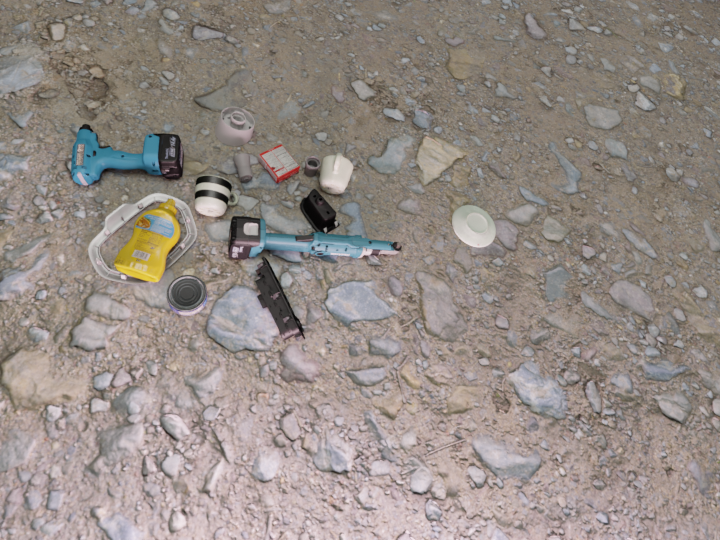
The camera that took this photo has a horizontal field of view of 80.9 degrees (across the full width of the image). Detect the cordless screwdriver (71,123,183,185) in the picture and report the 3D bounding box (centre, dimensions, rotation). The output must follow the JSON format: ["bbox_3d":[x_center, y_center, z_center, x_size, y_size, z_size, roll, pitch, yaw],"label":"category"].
[{"bbox_3d":[-0.561,-0.291,1.023,0.244,0.073,0.164,-7,67,-12],"label":"cordless screwdriver"}]

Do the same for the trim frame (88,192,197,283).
[{"bbox_3d":[-0.492,-0.078,0.963,0.187,0.027,0.247,37,65,7],"label":"trim frame"}]

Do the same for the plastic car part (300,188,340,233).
[{"bbox_3d":[-0.103,-0.155,1.061,0.065,0.071,0.119,-32,80,-26],"label":"plastic car part"}]

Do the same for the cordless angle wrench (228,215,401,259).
[{"bbox_3d":[-0.099,-0.065,1.016,0.412,0.098,0.076,3,67,-16],"label":"cordless angle wrench"}]

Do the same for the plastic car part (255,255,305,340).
[{"bbox_3d":[-0.187,0.070,0.941,0.066,0.065,0.208,-29,75,-14],"label":"plastic car part"}]
